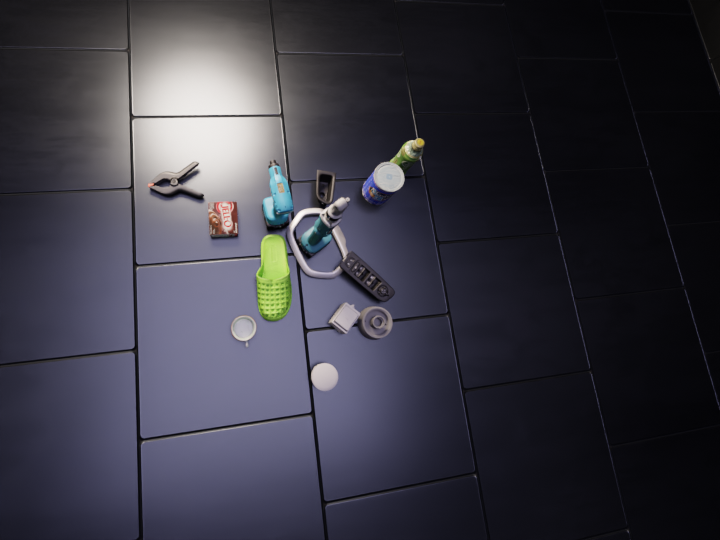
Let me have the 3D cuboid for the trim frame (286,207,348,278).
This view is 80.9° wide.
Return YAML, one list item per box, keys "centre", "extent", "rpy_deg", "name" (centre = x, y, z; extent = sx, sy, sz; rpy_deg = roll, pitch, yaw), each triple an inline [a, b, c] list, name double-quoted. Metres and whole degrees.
- centre: [-0.137, -0.089, 1.397]
  extent: [0.181, 0.027, 0.251]
  rpy_deg: [-27, 83, -15]
  name: "trim frame"

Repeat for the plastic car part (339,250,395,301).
- centre: [0.019, 0.028, 1.379]
  extent: [0.203, 0.067, 0.066]
  rpy_deg: [40, 73, 0]
  name: "plastic car part"

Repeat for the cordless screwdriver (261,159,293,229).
- centre: [-0.258, -0.221, 1.289]
  extent: [0.073, 0.251, 0.161]
  rpy_deg: [-12, 83, -17]
  name: "cordless screwdriver"

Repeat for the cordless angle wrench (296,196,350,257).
- centre: [-0.104, -0.124, 1.205]
  extent: [0.097, 0.427, 0.074]
  rpy_deg: [-38, 92, -18]
  name: "cordless angle wrench"

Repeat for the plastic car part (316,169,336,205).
- centre: [-0.123, -0.268, 1.419]
  extent: [0.065, 0.071, 0.118]
  rpy_deg: [7, 77, -12]
  name: "plastic car part"
